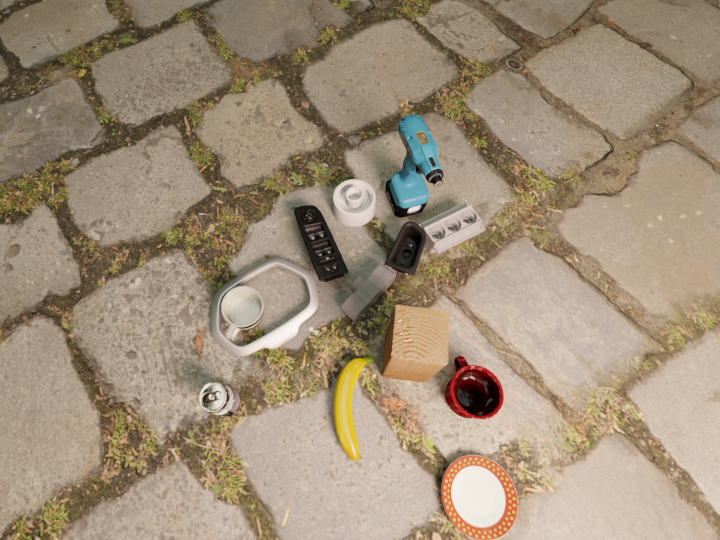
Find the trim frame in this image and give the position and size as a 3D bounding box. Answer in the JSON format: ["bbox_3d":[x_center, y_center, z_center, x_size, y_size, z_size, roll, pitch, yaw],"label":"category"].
[{"bbox_3d":[-0.209,0.077,0.916,0.246,0.027,0.191,-32,67,-11],"label":"trim frame"}]

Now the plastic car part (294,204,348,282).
[{"bbox_3d":[-0.093,-0.061,0.952,0.066,0.065,0.210,-20,66,-8],"label":"plastic car part"}]

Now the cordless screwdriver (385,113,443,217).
[{"bbox_3d":[0.117,-0.192,0.903,0.074,0.242,0.165,-15,67,-8],"label":"cordless screwdriver"}]

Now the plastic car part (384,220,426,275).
[{"bbox_3d":[0.102,-0.041,0.928,0.067,0.069,0.117,21,68,10],"label":"plastic car part"}]
